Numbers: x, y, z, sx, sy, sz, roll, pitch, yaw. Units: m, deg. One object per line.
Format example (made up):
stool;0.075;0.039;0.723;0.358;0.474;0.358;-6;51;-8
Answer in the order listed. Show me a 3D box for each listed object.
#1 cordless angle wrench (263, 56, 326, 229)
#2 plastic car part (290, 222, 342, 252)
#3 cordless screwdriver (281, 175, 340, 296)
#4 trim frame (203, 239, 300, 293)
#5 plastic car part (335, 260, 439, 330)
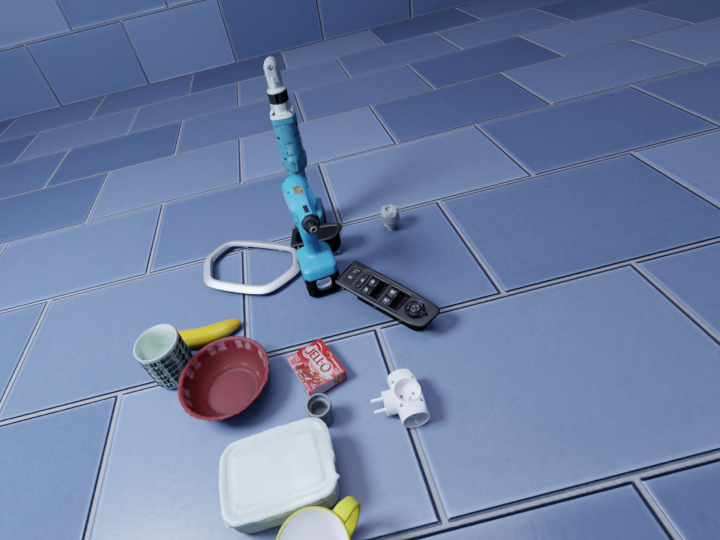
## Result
cordless angle wrench;-0.145;-0.247;0.927;0.075;0.406;0.101;-8;41;2
plastic car part;-0.094;-0.062;0.966;0.118;0.068;0.068;-7;42;7
cordless screwdriver;-0.091;-0.047;0.822;0.074;0.239;0.167;-18;42;-9
trim frame;-0.254;-0.015;0.990;0.256;0.026;0.186;3;45;18
plastic car part;0.050;0.057;0.802;0.214;0.064;0.065;25;53;35
